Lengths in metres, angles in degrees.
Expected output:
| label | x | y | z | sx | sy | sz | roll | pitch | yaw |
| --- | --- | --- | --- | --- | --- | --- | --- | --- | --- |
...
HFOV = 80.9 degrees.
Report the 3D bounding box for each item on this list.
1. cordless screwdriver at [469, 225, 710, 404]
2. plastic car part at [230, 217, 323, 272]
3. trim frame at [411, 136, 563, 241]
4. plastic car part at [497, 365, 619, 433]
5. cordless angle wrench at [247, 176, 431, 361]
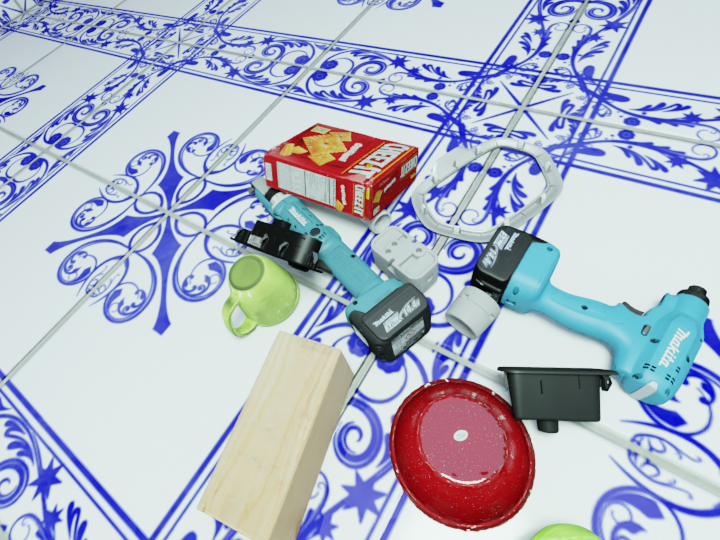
| label | x | y | z | sx | sy | sz | roll | pitch | yaw |
| --- | --- | --- | --- | --- | --- | --- | --- | --- | --- |
| cordless screwdriver | 0.280 | 0.027 | 0.531 | 0.261 | 0.071 | 0.158 | 34 | 69 | 27 |
| plastic car part | -0.118 | -0.041 | 0.636 | 0.215 | 0.062 | 0.067 | 25 | 84 | 49 |
| trim frame | 0.203 | -0.140 | 0.691 | 0.247 | 0.026 | 0.194 | -35 | 54 | -8 |
| plastic car part | 0.213 | 0.142 | 0.470 | 0.116 | 0.065 | 0.072 | -2 | 77 | -1 |
| cordless angle wrench | -0.066 | -0.043 | 0.672 | 0.097 | 0.071 | 0.447 | -37 | 53 | -11 |
